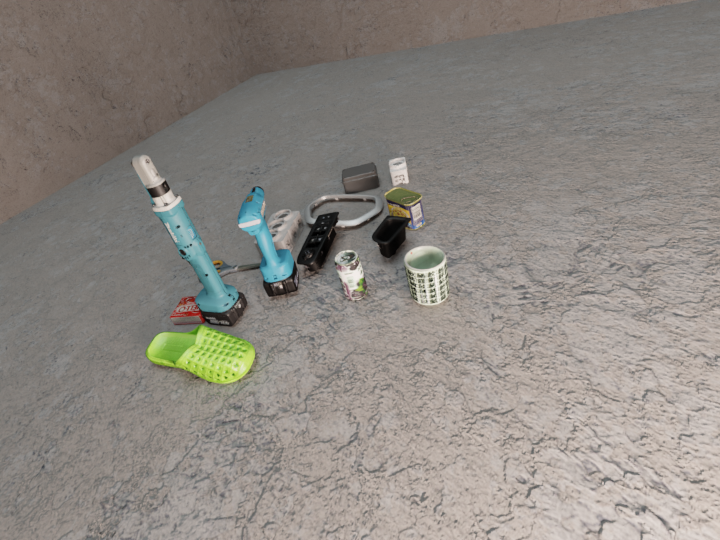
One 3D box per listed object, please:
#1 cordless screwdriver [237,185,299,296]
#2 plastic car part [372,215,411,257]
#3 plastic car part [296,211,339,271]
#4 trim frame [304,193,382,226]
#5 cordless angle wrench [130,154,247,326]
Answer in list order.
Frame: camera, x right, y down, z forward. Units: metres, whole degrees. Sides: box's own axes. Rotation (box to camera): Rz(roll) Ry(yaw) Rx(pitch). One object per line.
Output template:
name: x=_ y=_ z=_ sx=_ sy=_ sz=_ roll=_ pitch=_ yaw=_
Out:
cordless screwdriver: x=-0.216 y=-0.070 z=0.998 sx=0.075 sy=0.238 sz=0.164 roll=-13 pitch=35 yaw=5
plastic car part: x=0.073 y=-0.074 z=1.017 sx=0.069 sy=0.068 sz=0.116 roll=9 pitch=44 yaw=32
plastic car part: x=-0.107 y=-0.070 z=1.096 sx=0.069 sy=0.064 sz=0.204 roll=-1 pitch=40 yaw=22
trim frame: x=-0.054 y=-0.182 z=1.249 sx=0.259 sy=0.026 sz=0.184 roll=4 pitch=42 yaw=28
cordless angle wrench: x=-0.365 y=-0.053 z=0.902 sx=0.102 sy=0.405 sz=0.074 roll=2 pitch=38 yaw=24
